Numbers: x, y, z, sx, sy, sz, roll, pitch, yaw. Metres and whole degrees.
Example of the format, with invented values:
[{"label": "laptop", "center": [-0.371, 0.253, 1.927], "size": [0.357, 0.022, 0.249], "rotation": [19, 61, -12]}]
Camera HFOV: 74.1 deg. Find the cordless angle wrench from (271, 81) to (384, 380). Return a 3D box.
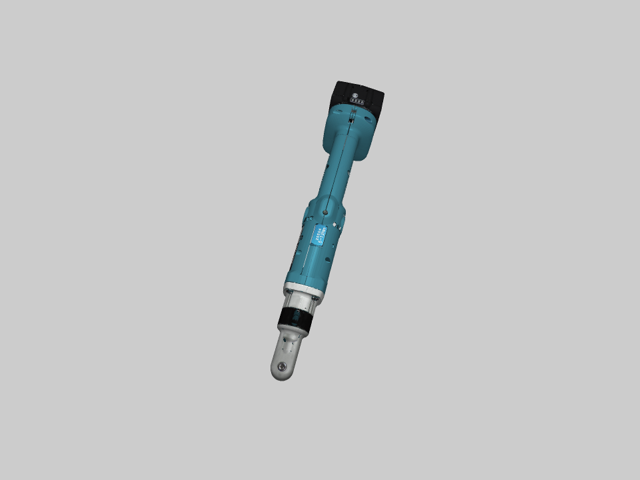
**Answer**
[{"label": "cordless angle wrench", "center": [0.005, -0.026, 0.569], "size": [0.074, 0.421, 0.098], "rotation": [15, -23, 2]}]
